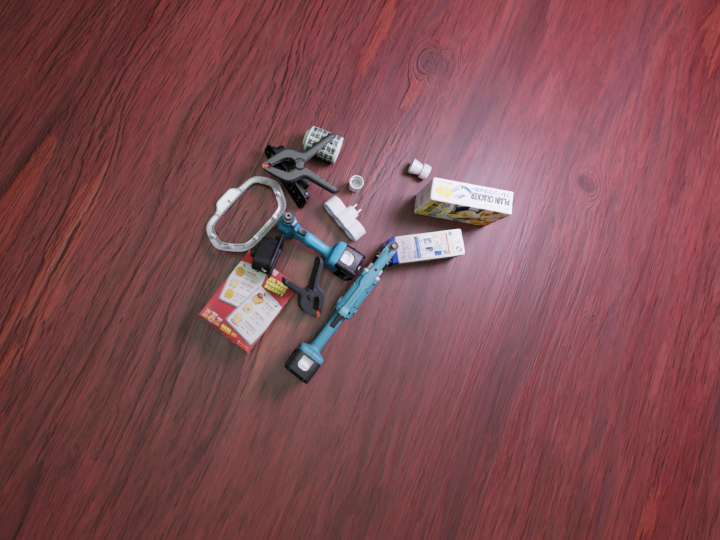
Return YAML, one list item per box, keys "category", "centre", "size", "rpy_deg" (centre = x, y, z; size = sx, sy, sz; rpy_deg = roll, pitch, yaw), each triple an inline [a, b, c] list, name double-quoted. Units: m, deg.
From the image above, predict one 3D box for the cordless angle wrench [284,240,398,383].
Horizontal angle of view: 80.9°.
- category: "cordless angle wrench"
  centre: [-0.037, 0.094, 1.091]
  size: [0.075, 0.098, 0.422]
  rpy_deg: [38, 87, -1]

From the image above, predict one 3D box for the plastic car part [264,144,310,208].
- category: "plastic car part"
  centre: [-0.198, -0.277, 1.191]
  size: [0.066, 0.066, 0.205]
  rpy_deg: [-35, 84, -20]

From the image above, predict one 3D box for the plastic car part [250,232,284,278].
- category: "plastic car part"
  centre: [-0.245, -0.043, 1.088]
  size: [0.071, 0.065, 0.118]
  rpy_deg: [17, 50, 2]

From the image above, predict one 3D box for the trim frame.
- category: "trim frame"
  centre: [-0.314, -0.158, 1.157]
  size: [0.192, 0.026, 0.248]
  rpy_deg: [35, 80, 25]

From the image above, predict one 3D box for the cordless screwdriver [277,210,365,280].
- category: "cordless screwdriver"
  centre: [-0.109, -0.071, 1.111]
  size: [0.249, 0.159, 0.074]
  rpy_deg: [32, 76, -1]
